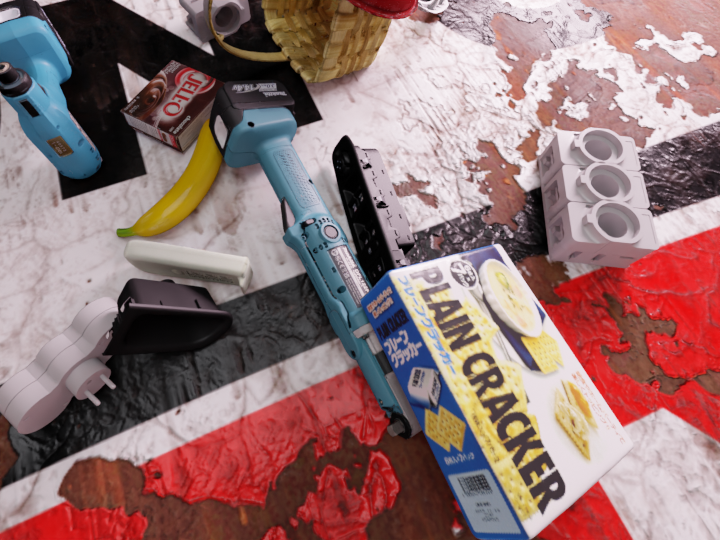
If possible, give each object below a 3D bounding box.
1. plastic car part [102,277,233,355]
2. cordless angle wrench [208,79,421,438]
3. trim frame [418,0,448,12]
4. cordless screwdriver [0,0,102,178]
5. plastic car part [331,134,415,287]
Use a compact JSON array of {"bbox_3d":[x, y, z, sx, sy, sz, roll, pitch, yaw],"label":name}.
[{"bbox_3d":[-0.197,0.039,0.430,0.066,0.110,0.074,-52,57,22],"label":"plastic car part"},{"bbox_3d":[-0.045,-0.030,0.464,0.095,0.075,0.436,-17,69,-34],"label":"cordless angle wrench"},{"bbox_3d":[0.055,-0.445,0.620,0.183,0.028,0.248,37,42,-4],"label":"trim frame"},{"bbox_3d":[-0.404,-0.246,0.519,0.073,0.155,0.258,-26,68,-14],"label":"cordless screwdriver"},{"bbox_3d":[0.017,-0.075,0.493,0.065,0.066,0.210,-13,66,-19],"label":"plastic car part"}]
